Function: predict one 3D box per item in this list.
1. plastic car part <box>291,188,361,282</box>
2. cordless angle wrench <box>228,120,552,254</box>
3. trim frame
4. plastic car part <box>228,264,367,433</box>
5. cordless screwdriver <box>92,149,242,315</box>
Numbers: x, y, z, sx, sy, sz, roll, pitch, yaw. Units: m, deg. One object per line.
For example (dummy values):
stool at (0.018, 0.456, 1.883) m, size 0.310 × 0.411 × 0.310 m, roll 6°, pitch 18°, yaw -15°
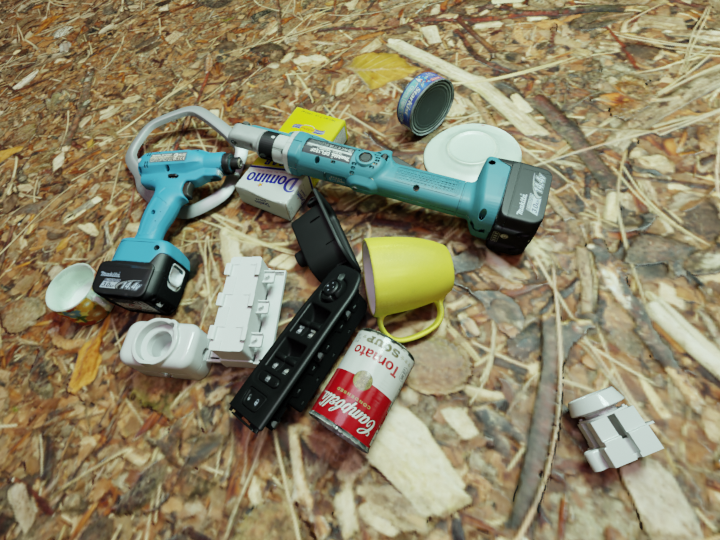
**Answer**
plastic car part at (-0.054, -0.035, 0.550) m, size 0.072 × 0.062 × 0.121 m, roll -28°, pitch 59°, yaw 12°
cordless angle wrench at (0.009, -0.131, 0.554) m, size 0.436 × 0.072 × 0.098 m, roll 18°, pitch 64°, yaw 16°
trim frame at (-0.291, -0.184, 0.699) m, size 0.259 × 0.026 × 0.183 m, roll 40°, pitch 80°, yaw 24°
plastic car part at (-0.052, 0.084, 0.464) m, size 0.069 × 0.064 × 0.203 m, roll 1°, pitch 55°, yaw 56°
cordless screwdriver at (-0.259, -0.066, 0.591) m, size 0.163 × 0.071 × 0.254 m, roll -2°, pitch 63°, yaw 12°
